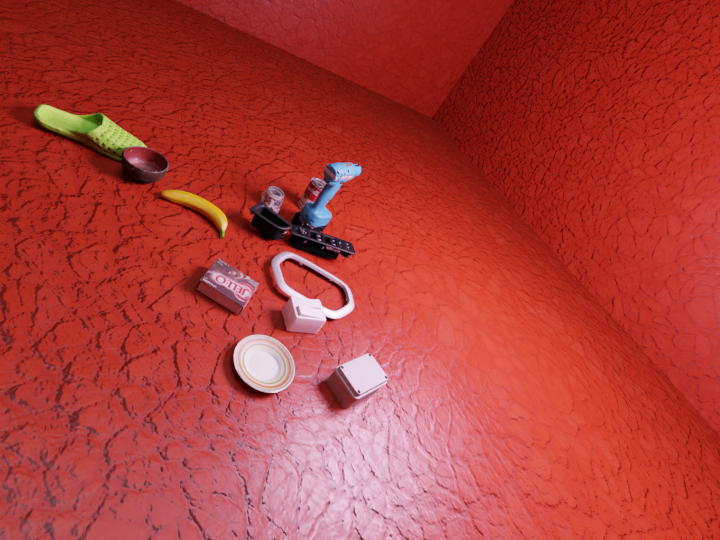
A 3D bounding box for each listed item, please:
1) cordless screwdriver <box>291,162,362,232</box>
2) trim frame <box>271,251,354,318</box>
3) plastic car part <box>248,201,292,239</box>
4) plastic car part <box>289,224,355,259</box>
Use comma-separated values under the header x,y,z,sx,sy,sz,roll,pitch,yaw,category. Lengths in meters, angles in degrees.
x,y,z,sx,sy,sz,roll,pitch,yaw,category
-0.092,-0.214,1.247,0.077,0.249,0.154,46,34,14,cordless screwdriver
-0.123,0.036,1.097,0.244,0.027,0.187,27,33,-9,trim frame
-0.253,-0.123,1.154,0.118,0.071,0.065,38,32,6,plastic car part
-0.119,-0.078,1.214,0.196,0.067,0.068,22,35,-18,plastic car part
